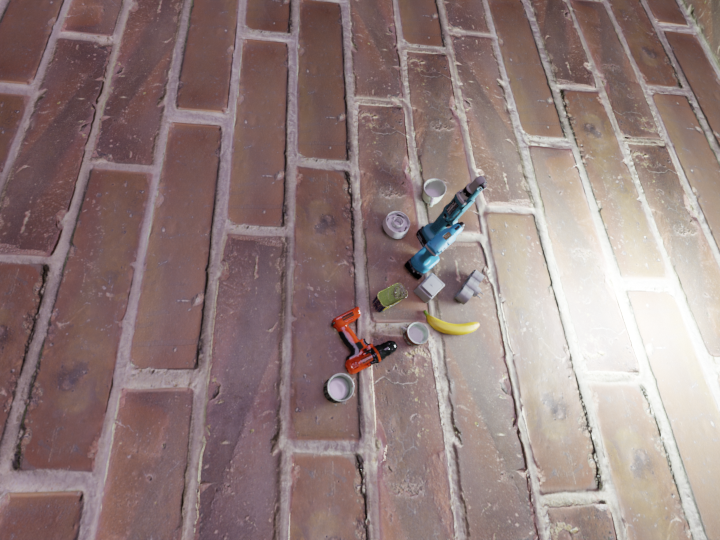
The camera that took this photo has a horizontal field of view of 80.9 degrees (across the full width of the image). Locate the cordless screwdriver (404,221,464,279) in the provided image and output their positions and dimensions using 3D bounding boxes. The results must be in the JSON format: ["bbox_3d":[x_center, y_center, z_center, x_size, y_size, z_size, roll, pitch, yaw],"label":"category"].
[{"bbox_3d":[0.252,-0.070,1.428,0.157,0.247,0.076,-38,81,-23],"label":"cordless screwdriver"}]

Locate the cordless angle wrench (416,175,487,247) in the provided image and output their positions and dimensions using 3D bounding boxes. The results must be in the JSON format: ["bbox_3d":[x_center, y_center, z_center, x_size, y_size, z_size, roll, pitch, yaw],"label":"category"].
[{"bbox_3d":[0.301,-0.187,1.393,0.073,0.420,0.101,-20,74,-20],"label":"cordless angle wrench"}]
